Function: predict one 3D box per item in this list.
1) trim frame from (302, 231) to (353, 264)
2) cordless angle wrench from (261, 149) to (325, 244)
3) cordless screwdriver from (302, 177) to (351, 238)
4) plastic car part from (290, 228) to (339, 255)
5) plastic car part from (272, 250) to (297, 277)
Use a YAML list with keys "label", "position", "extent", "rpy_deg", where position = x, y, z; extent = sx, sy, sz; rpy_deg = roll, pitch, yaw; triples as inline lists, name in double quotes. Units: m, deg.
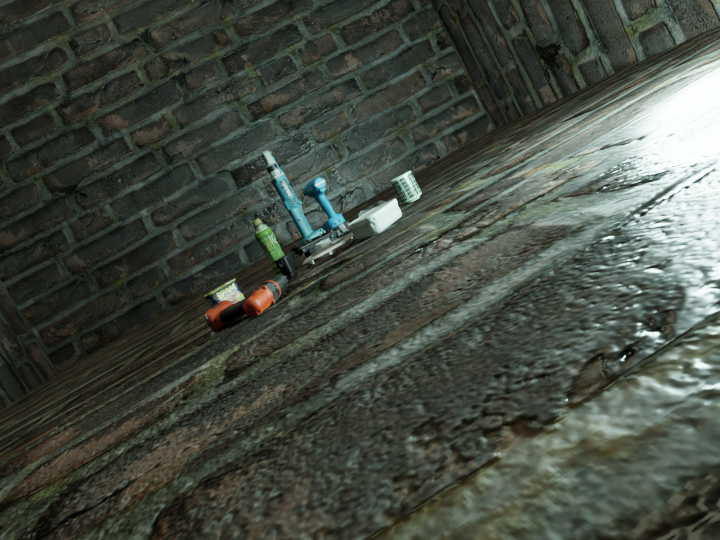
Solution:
- label: "trim frame"
  position: [-0.095, -0.071, 1.355]
  extent: [0.188, 0.027, 0.246]
  rpy_deg: [-24, 11, 24]
- label: "cordless angle wrench"
  position: [-0.256, -0.253, 1.570]
  extent: [0.096, 0.419, 0.077]
  rpy_deg: [-32, 6, -33]
- label: "cordless screwdriver"
  position: [-0.140, -0.234, 1.652]
  extent: [0.073, 0.246, 0.164]
  rpy_deg: [-31, 7, -26]
- label: "plastic car part"
  position: [-0.148, -0.097, 1.510]
  extent: [0.199, 0.066, 0.068]
  rpy_deg: [-35, 10, -33]
- label: "plastic car part"
  position: [-0.227, -0.012, 1.303]
  extent: [0.066, 0.070, 0.117]
  rpy_deg: [-28, 9, 5]
